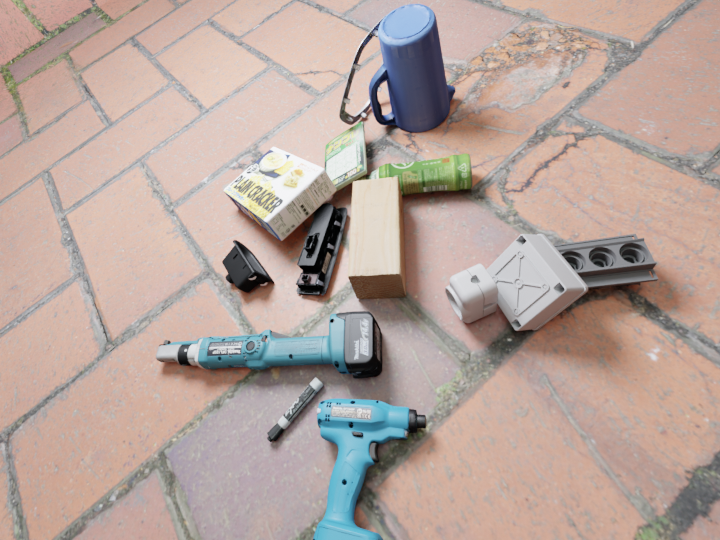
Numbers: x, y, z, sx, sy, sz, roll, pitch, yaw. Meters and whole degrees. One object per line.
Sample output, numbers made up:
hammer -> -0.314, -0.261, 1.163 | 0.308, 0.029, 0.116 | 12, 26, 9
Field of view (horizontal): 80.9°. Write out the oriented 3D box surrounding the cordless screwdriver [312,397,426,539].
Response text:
cordless screwdriver -> 0.009, 0.303, 0.570 | 0.163, 0.071, 0.255 | -4, 54, 15

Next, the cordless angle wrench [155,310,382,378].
cordless angle wrench -> -0.178, 0.139, 0.737 | 0.434, 0.071, 0.100 | -6, 58, 17

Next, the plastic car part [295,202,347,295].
plastic car part -> -0.081, -0.053, 0.827 | 0.069, 0.063, 0.205 | -6, 52, 35

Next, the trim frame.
trim frame -> 0.021, -0.429, 0.927 | 0.028, 0.245, 0.181 | 34, 46, 11

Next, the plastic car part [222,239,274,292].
plastic car part -> -0.239, 0.000, 0.852 | 0.071, 0.062, 0.123 | -48, 54, 2
